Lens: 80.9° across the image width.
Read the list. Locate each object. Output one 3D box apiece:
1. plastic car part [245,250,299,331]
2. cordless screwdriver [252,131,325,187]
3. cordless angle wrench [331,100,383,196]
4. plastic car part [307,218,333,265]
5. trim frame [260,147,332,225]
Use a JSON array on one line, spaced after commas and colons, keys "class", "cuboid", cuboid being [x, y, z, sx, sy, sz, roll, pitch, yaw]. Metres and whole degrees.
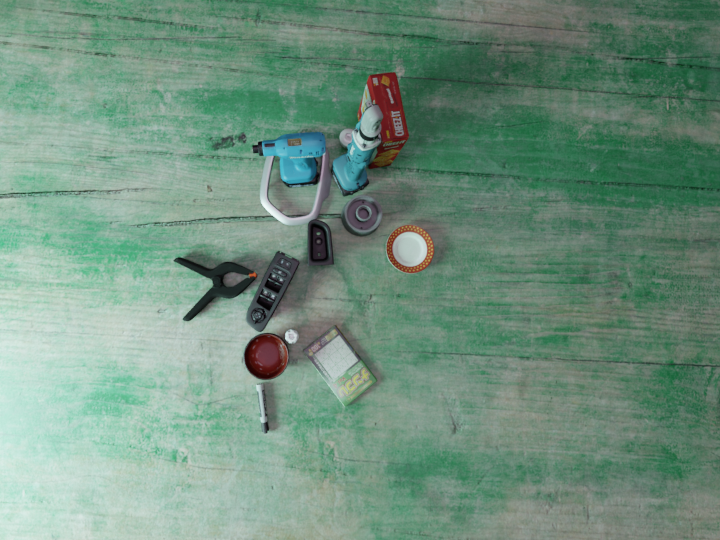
[{"class": "plastic car part", "cuboid": [-0.226, 0.054, 1.070, 0.066, 0.067, 0.203, 26, 83, -3]}, {"class": "cordless screwdriver", "cuboid": [-0.170, -0.265, 1.019, 0.158, 0.249, 0.075, -5, 87, -7]}, {"class": "cordless angle wrench", "cuboid": [-0.003, -0.261, 0.939, 0.074, 0.424, 0.098, -26, 90, -9]}, {"class": "plastic car part", "cuboid": [-0.106, -0.070, 1.088, 0.065, 0.071, 0.117, -3, 84, -6]}, {"class": "trim frame", "cuboid": [-0.170, -0.242, 1.128, 0.184, 0.027, 0.250, 9, 83, -2]}]
